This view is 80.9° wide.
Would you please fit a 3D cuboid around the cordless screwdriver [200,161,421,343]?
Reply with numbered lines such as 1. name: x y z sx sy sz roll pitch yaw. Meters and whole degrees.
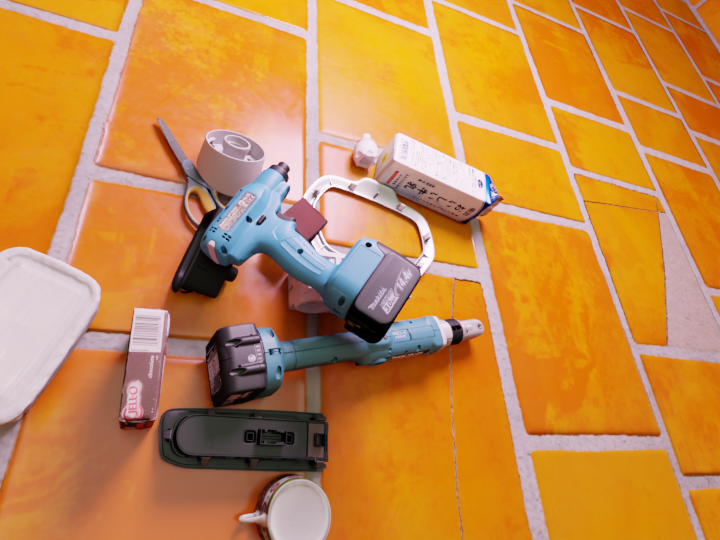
1. cordless screwdriver: -0.050 -0.033 0.512 0.254 0.073 0.159 27 64 11

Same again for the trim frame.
1. trim frame: 0.018 -0.072 0.703 0.243 0.027 0.187 20 57 -11

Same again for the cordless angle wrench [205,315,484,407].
1. cordless angle wrench: 0.013 0.101 0.572 0.406 0.099 0.077 -3 64 -29

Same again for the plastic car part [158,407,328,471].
1. plastic car part: -0.125 0.192 0.479 0.197 0.068 0.067 9 69 -17

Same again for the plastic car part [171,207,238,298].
1. plastic car part: -0.193 -0.014 0.557 0.068 0.068 0.117 26 73 -29
